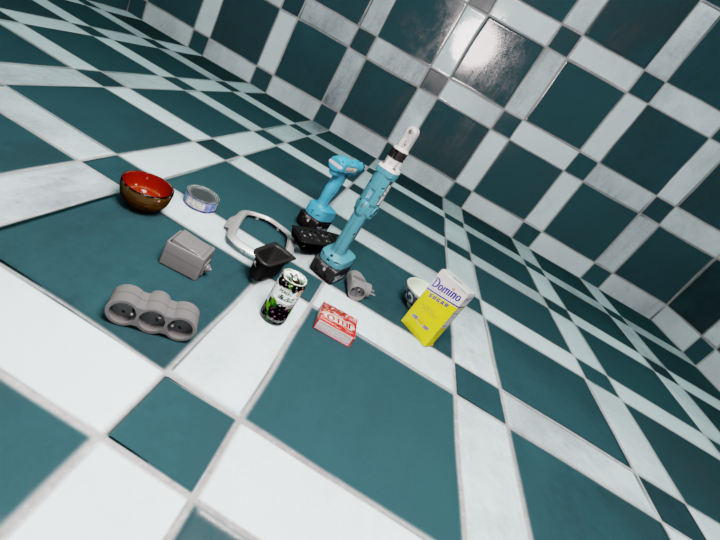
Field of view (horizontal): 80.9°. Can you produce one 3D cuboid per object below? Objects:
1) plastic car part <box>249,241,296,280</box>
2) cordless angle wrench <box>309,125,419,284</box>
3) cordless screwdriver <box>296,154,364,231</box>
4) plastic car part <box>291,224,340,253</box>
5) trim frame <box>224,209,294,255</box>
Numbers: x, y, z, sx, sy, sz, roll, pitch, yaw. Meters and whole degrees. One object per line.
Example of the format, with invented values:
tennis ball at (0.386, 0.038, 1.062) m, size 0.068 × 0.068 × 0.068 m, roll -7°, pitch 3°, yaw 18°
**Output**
plastic car part at (-0.205, -0.012, 0.922) m, size 0.068 × 0.071 × 0.114 m, roll 36°, pitch 24°, yaw 11°
cordless angle wrench at (0.015, -0.154, 1.015) m, size 0.077 × 0.422 × 0.095 m, roll 40°, pitch 25°, yaw 16°
cordless screwdriver at (-0.081, -0.228, 1.267) m, size 0.077 × 0.248 × 0.153 m, roll 41°, pitch 25°, yaw 19°
plastic car part at (-0.113, -0.074, 1.152) m, size 0.193 × 0.067 × 0.070 m, roll -1°, pitch 39°, yaw -49°
trim frame at (-0.254, -0.091, 1.076) m, size 0.180 × 0.027 × 0.255 m, roll 24°, pitch 25°, yaw -14°
